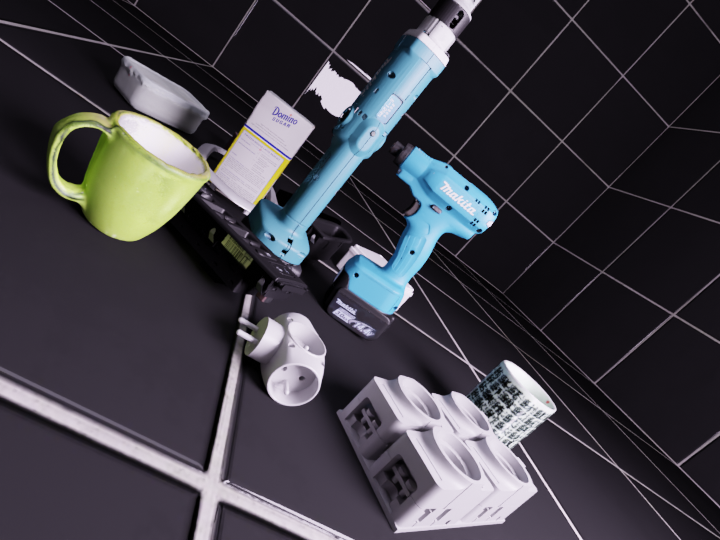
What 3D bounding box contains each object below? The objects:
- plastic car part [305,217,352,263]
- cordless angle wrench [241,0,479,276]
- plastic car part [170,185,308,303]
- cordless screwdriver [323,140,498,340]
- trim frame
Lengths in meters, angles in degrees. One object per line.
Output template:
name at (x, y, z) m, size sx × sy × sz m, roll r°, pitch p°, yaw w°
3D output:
plastic car part at (-0.067, -0.044, 0.689) m, size 0.069 × 0.071 × 0.111 m, roll 46°, pitch 15°, yaw 24°
cordless angle wrench at (0.000, -0.158, 0.476) m, size 0.071 × 0.424 × 0.102 m, roll 32°, pitch 16°, yaw -31°
plastic car part at (-0.146, -0.032, 0.448) m, size 0.212 × 0.067 × 0.063 m, roll 45°, pitch 15°, yaw 24°
cordless screwdriver at (0.040, -0.039, 0.570) m, size 0.159 × 0.249 × 0.074 m, roll 40°, pitch 14°, yaw -2°
trim frame at (-0.217, -0.161, 0.765) m, size 0.177 × 0.027 × 0.258 m, roll 33°, pitch 15°, yaw -24°
